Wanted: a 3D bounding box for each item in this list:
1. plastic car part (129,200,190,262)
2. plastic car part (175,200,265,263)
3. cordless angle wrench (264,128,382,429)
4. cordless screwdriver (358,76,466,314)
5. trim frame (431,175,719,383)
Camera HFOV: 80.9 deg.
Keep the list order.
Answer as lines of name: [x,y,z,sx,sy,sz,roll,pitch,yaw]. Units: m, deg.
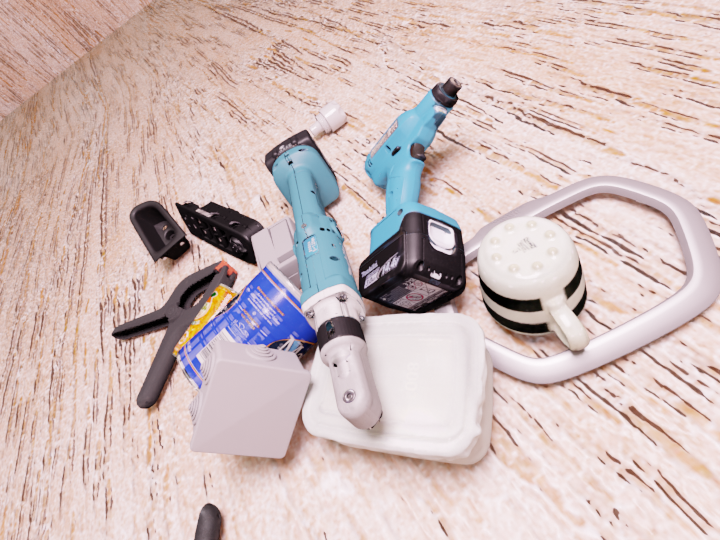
plastic car part: [-0.329,-0.063,0.713,0.066,0.068,0.122,-42,63,-5]
plastic car part: [-0.210,-0.066,0.659,0.065,0.064,0.215,-32,40,-31]
cordless angle wrench: [-0.045,-0.030,0.464,0.075,0.093,0.441,-30,39,9]
cordless screwdriver: [0.064,-0.088,0.463,0.161,0.071,0.256,-45,35,45]
trim frame: [0.188,-0.001,0.401,0.250,0.026,0.193,-32,49,8]
